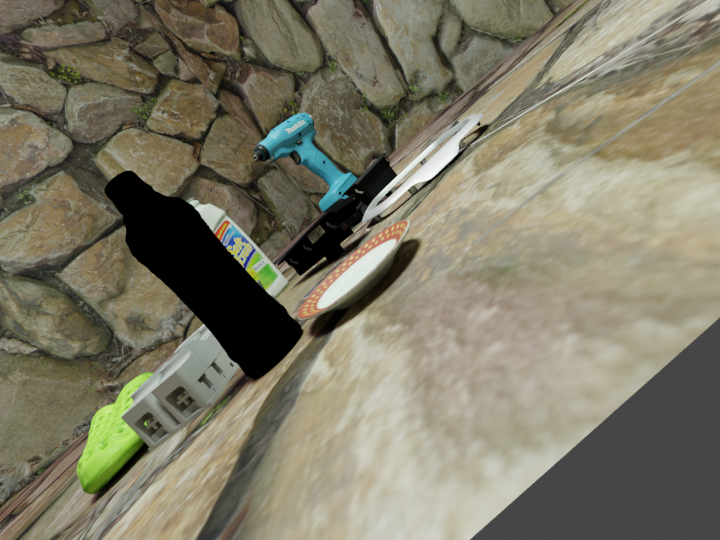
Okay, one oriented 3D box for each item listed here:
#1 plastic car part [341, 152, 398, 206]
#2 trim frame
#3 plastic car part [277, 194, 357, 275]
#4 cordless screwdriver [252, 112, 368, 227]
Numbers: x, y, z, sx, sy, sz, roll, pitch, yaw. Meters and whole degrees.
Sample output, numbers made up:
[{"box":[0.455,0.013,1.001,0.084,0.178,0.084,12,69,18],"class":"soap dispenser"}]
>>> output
[{"box":[0.032,-0.165,0.801,0.115,0.070,0.067,-46,8,-24],"class":"plastic car part"},{"box":[0.095,-0.160,0.673,0.248,0.027,0.187,-42,10,-2],"class":"trim frame"},{"box":[-0.065,-0.043,0.669,0.208,0.066,0.065,-29,14,51],"class":"plastic car part"},{"box":[-0.090,-0.187,0.842,0.157,0.246,0.076,-46,6,-34],"class":"cordless screwdriver"}]
